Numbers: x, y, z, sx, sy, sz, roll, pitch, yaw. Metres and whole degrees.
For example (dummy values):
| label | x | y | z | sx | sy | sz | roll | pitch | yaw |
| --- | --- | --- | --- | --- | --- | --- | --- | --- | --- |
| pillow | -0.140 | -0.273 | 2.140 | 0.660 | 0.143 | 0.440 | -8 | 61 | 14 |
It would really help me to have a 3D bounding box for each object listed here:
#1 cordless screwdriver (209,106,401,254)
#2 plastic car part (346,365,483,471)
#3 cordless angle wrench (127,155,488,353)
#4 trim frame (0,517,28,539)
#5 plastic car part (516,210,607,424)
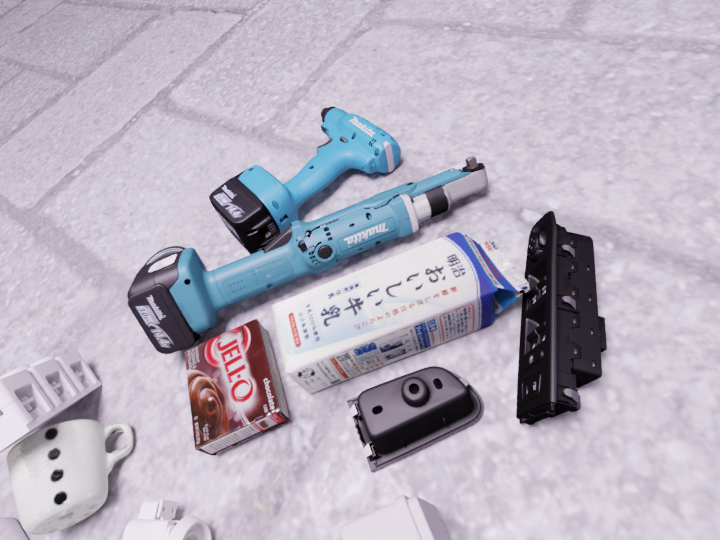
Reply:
| label | x | y | z | sx | sy | sz | roll | pitch | yaw |
| --- | --- | --- | --- | --- | --- | --- | --- | --- | --- |
| cordless screwdriver | -0.087 | -0.139 | 0.584 | 0.247 | 0.071 | 0.168 | -35 | 53 | -11 |
| plastic car part | 0.044 | 0.116 | 0.368 | 0.117 | 0.067 | 0.069 | -26 | 55 | 4 |
| cordless angle wrench | -0.048 | -0.031 | 0.490 | 0.422 | 0.095 | 0.077 | -22 | 24 | -2 |
| trim frame | -0.394 | 0.340 | 0.397 | 0.262 | 0.026 | 0.184 | 22 | 68 | 32 |
| plastic car part | 0.181 | 0.033 | 0.380 | 0.068 | 0.064 | 0.206 | 6 | 59 | 10 |
